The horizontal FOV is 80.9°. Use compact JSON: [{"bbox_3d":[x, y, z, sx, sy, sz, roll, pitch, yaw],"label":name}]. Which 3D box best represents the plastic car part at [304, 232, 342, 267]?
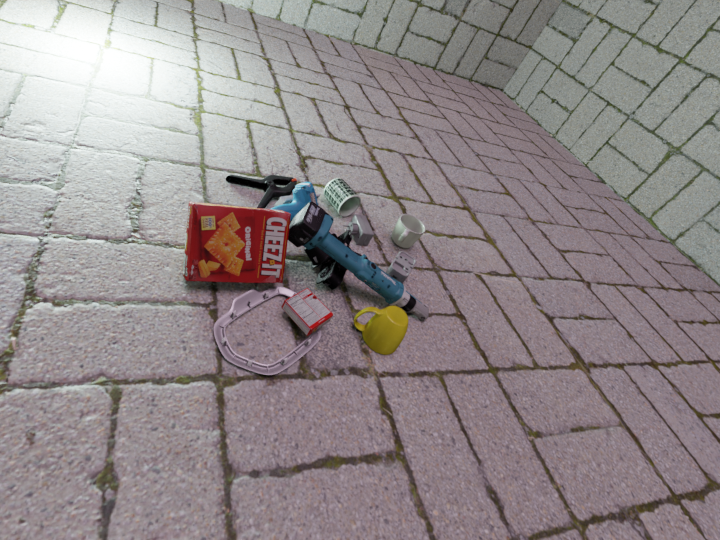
[{"bbox_3d":[-0.106,-0.069,1.085,0.068,0.068,0.117,56,37,-21],"label":"plastic car part"}]

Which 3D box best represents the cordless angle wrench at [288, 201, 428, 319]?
[{"bbox_3d":[0.013,-0.001,1.022,0.410,0.075,0.099,37,41,-16],"label":"cordless angle wrench"}]

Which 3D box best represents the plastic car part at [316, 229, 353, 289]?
[{"bbox_3d":[-0.061,-0.020,1.083,0.065,0.068,0.204,53,32,-21],"label":"plastic car part"}]

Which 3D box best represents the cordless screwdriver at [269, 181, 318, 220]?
[{"bbox_3d":[-0.198,-0.112,1.072,0.078,0.154,0.243,10,33,44],"label":"cordless screwdriver"}]

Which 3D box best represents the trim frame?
[{"bbox_3d":[-0.188,0.115,0.886,0.191,0.027,0.242,39,43,17],"label":"trim frame"}]
